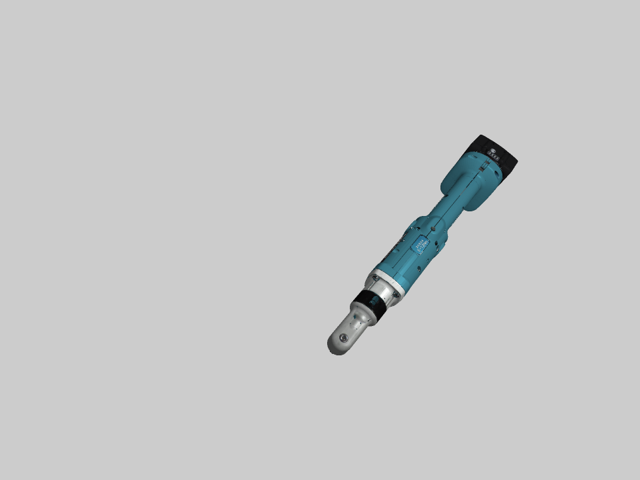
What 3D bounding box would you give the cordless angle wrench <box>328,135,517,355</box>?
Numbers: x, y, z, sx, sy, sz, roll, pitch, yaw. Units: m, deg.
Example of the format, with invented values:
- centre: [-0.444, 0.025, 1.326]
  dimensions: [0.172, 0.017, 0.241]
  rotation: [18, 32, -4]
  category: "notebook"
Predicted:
- centre: [0.146, -0.002, 0.593]
  dimensions: [0.421, 0.074, 0.098]
  rotation: [-45, -11, -30]
  category: "cordless angle wrench"
